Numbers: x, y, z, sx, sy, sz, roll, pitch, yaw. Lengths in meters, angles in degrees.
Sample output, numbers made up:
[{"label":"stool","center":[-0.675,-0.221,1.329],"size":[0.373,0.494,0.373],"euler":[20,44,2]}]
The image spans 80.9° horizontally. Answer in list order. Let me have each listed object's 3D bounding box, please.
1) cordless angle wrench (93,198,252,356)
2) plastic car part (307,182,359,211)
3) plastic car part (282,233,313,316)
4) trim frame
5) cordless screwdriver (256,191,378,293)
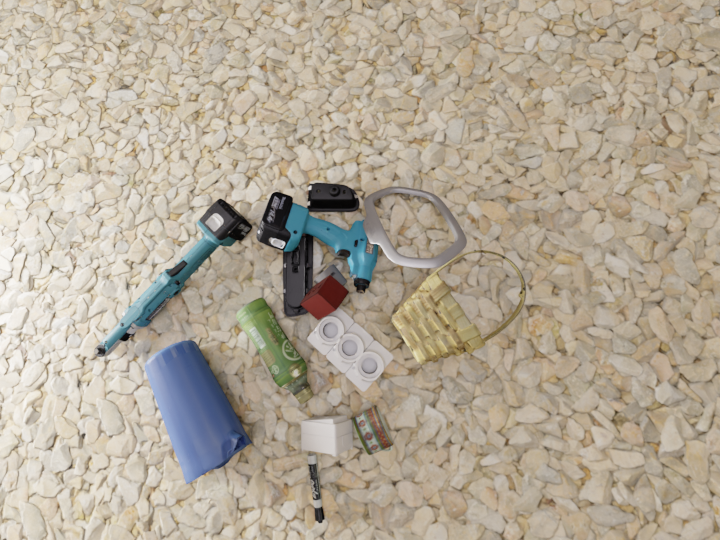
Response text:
[{"label":"cordless angle wrench","center":[-0.410,0.028,0.904],"size":[0.076,0.096,0.423],"euler":[44,90,8]},{"label":"plastic car part","center":[-0.061,-0.163,0.911],"size":[0.118,0.069,0.066],"euler":[3,82,8]},{"label":"plastic car part","center":[-0.132,-0.004,0.893],"size":[0.066,0.067,0.205],"euler":[0,81,-5]},{"label":"trim frame","center":[0.100,-0.093,0.845],"size":[0.182,0.027,0.260],"euler":[-11,48,-10]},{"label":"cordless screwdriver","center":[-0.083,-0.054,0.846],"size":[0.244,0.074,0.162],"euler":[15,62,-12]}]
